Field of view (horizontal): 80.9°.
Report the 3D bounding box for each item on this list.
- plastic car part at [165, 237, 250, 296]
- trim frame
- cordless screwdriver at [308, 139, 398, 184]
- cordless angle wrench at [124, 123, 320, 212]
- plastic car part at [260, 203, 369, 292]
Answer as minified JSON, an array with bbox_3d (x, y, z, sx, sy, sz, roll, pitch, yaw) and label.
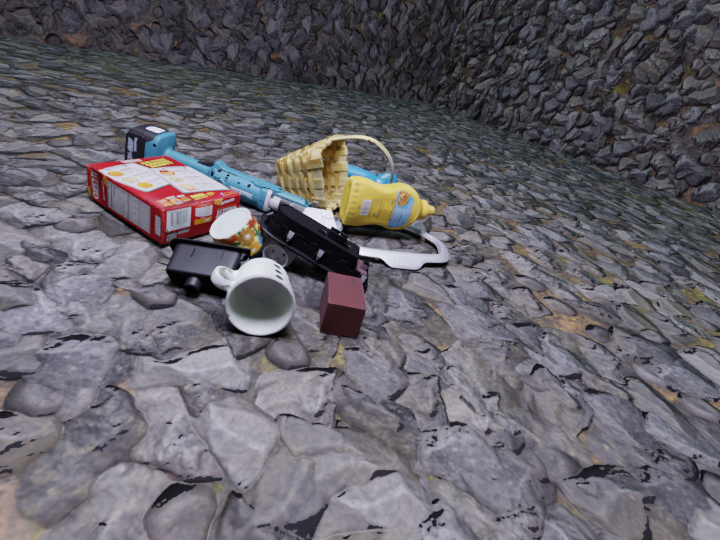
[{"bbox_3d":[-0.217,0.002,0.589,0.116,0.064,0.073,9,43,-4],"label":"plastic car part"},{"bbox_3d":[0.058,-0.059,0.842,0.241,0.027,0.192,5,29,-18],"label":"trim frame"},{"bbox_3d":[-0.021,-0.277,1.151,0.256,0.073,0.156,27,30,15],"label":"cordless screwdriver"},{"bbox_3d":[-0.282,-0.188,0.875,0.429,0.097,0.074,22,28,7],"label":"cordless angle wrench"},{"bbox_3d":[-0.066,-0.043,0.671,0.200,0.067,0.067,27,36,-7],"label":"plastic car part"}]
